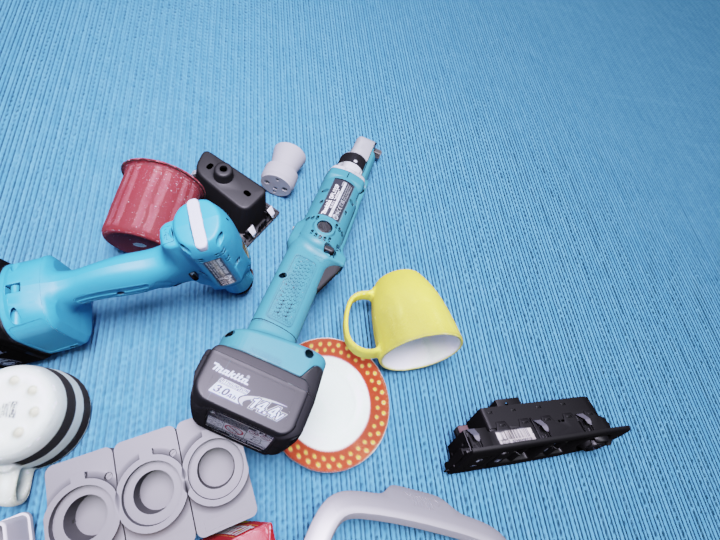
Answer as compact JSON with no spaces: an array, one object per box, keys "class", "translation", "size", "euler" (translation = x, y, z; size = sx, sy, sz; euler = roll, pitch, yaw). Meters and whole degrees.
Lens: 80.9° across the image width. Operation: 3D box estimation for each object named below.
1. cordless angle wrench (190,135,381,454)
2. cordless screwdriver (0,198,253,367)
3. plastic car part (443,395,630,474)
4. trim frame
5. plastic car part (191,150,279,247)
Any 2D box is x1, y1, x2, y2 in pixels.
[{"class":"cordless angle wrench","translation":[-0.046,-0.030,0.468],"size":[0.097,0.074,0.428],"euler":[22,49,-4]},{"class":"cordless screwdriver","translation":[-0.227,0.019,0.406],"size":[0.247,0.155,0.077],"euler":[-18,69,-5]},{"class":"plastic car part","translation":[0.184,0.172,0.455],"size":[0.199,0.065,0.070],"euler":[1,40,-11]},{"class":"trim frame","translation":[0.055,0.286,0.355],"size":[0.242,0.027,0.189],"euler":[18,47,-14]},{"class":"plastic car part","translation":[-0.157,-0.095,0.500],"size":[0.117,0.071,0.065],"euler":[38,61,2]}]
